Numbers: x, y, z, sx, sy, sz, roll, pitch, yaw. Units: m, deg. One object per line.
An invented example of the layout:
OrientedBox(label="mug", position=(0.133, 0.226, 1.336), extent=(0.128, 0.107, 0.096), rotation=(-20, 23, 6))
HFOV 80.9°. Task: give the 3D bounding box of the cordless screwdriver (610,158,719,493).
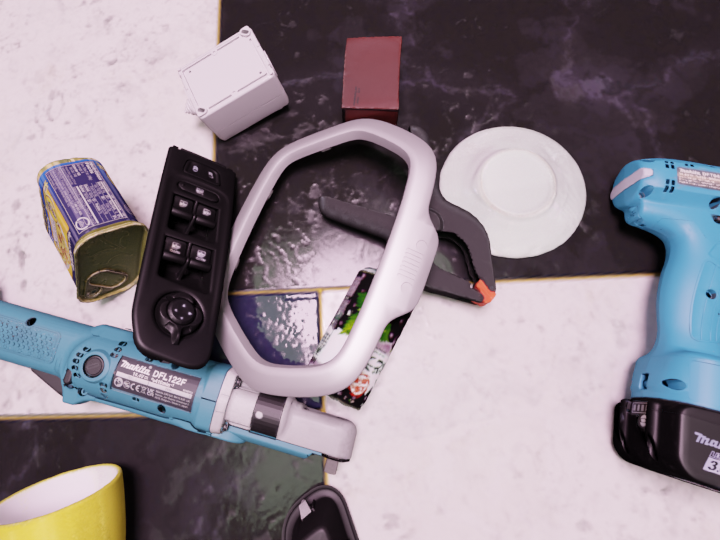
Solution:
OrientedBox(label="cordless screwdriver", position=(0.283, 0.036, 0.317), extent=(0.161, 0.072, 0.251), rotation=(10, 73, 7))

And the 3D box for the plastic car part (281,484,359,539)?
OrientedBox(label="plastic car part", position=(-0.024, 0.227, 0.296), extent=(0.066, 0.070, 0.119), rotation=(-17, 79, -3))

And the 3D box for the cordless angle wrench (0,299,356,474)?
OrientedBox(label="cordless angle wrench", position=(-0.211, 0.081, 0.354), extent=(0.428, 0.073, 0.099), rotation=(14, 77, 6))

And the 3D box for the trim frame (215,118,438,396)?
OrientedBox(label="trim frame", position=(-0.034, -0.022, 0.349), extent=(0.193, 0.026, 0.250), rotation=(13, 72, 29))

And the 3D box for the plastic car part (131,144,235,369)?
OrientedBox(label="plastic car part", position=(-0.152, -0.013, 0.352), extent=(0.068, 0.063, 0.211), rotation=(-37, 45, 29))
